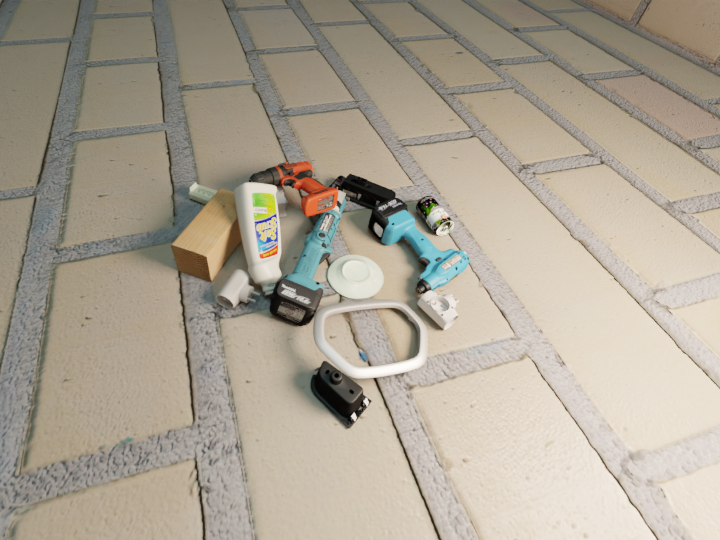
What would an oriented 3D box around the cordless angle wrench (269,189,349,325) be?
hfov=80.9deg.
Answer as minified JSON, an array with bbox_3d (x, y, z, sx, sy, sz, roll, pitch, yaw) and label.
[{"bbox_3d":[-0.097,-0.064,0.996,0.097,0.074,0.428,21,45,-4],"label":"cordless angle wrench"}]

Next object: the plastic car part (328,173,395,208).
[{"bbox_3d":[0.016,-0.216,1.148,0.209,0.066,0.065,28,44,16],"label":"plastic car part"}]

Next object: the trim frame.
[{"bbox_3d":[0.024,0.125,0.840,0.241,0.027,0.193,-6,49,-22],"label":"trim frame"}]

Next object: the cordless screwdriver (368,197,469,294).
[{"bbox_3d":[0.116,-0.057,1.006,0.156,0.072,0.260,-32,62,-28],"label":"cordless screwdriver"}]

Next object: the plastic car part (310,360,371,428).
[{"bbox_3d":[-0.040,0.209,0.759,0.121,0.069,0.065,36,53,20],"label":"plastic car part"}]
